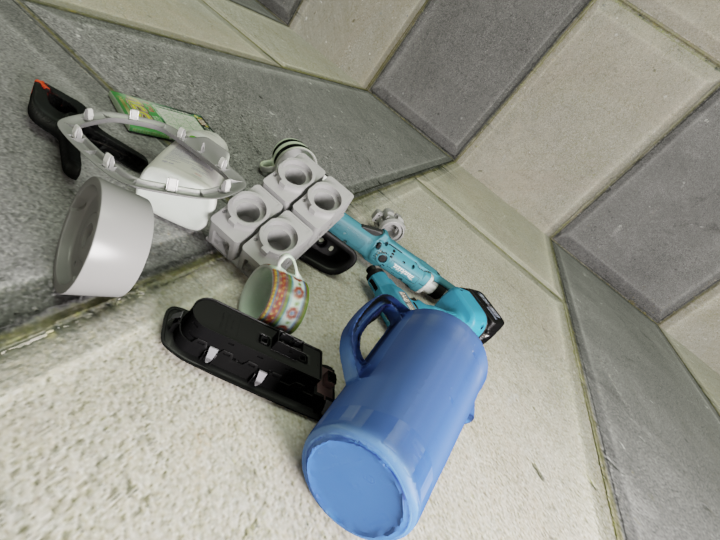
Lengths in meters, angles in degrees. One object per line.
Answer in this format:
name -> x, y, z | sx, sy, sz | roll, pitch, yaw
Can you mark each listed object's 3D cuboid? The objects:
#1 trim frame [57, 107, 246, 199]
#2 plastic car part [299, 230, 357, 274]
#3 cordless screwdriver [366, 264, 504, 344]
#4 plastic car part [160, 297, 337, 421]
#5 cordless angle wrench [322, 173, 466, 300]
trim frame -> -0.252, -0.151, 0.524 | 0.261, 0.027, 0.177 | 35, 29, 26
plastic car part -> -0.067, -0.044, 0.687 | 0.113, 0.066, 0.073 | 32, 13, -19
cordless screwdriver -> 0.124, 0.061, 0.730 | 0.236, 0.074, 0.167 | 6, 40, -40
plastic car part -> -0.103, 0.085, 0.430 | 0.197, 0.067, 0.068 | 26, 38, -16
cordless angle wrench -> 0.038, -0.038, 0.777 | 0.408, 0.098, 0.076 | 33, 27, -19
